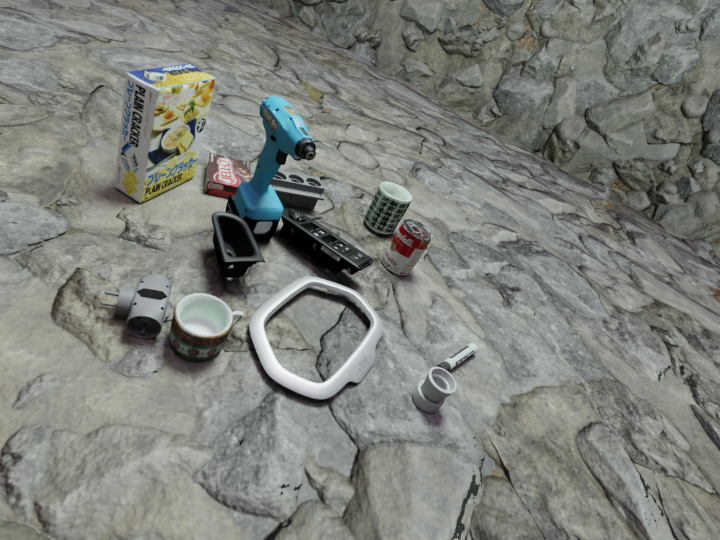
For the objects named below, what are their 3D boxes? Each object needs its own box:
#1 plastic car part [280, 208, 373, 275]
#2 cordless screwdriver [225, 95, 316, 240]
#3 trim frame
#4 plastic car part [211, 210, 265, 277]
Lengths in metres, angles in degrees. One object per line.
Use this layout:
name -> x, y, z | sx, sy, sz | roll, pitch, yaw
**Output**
plastic car part -> -0.078, -0.051, 0.795 | 0.210, 0.066, 0.064 | 38, 35, 18
cordless screwdriver -> -0.152, -0.152, 0.723 | 0.071, 0.247, 0.167 | -1, 44, -37
trim frame -> -0.060, 0.093, 0.648 | 0.189, 0.027, 0.244 | 33, 35, 12
plastic car part -> -0.210, -0.033, 0.685 | 0.063, 0.070, 0.123 | -1, 42, -35
